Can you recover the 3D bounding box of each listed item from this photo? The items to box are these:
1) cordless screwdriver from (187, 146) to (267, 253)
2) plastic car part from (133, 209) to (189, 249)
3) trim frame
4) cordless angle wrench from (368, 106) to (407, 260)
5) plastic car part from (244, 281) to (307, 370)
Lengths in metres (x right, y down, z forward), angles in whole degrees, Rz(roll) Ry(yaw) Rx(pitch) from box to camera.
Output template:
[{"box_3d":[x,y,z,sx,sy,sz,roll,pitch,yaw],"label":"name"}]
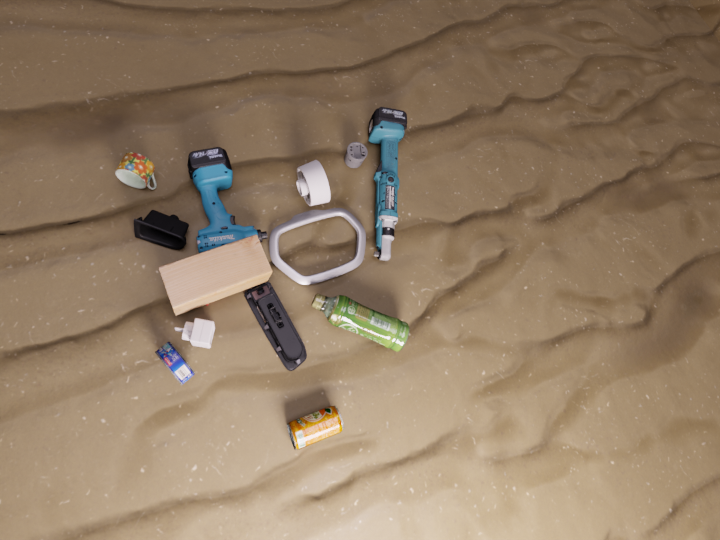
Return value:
[{"box_3d":[-0.317,-0.165,0.996,0.156,0.074,0.254,-10,75,-17],"label":"cordless screwdriver"},{"box_3d":[-0.441,-0.098,0.954,0.115,0.066,0.072,17,53,-10],"label":"plastic car part"},{"box_3d":[-0.100,-0.066,1.026,0.244,0.027,0.188,-21,75,-17],"label":"trim frame"},{"box_3d":[0.068,-0.227,1.103,0.096,0.074,0.430,7,70,-11],"label":"cordless angle wrench"},{"box_3d":[-0.177,0.116,0.921,0.064,0.067,0.207,-25,78,-28],"label":"plastic car part"}]
